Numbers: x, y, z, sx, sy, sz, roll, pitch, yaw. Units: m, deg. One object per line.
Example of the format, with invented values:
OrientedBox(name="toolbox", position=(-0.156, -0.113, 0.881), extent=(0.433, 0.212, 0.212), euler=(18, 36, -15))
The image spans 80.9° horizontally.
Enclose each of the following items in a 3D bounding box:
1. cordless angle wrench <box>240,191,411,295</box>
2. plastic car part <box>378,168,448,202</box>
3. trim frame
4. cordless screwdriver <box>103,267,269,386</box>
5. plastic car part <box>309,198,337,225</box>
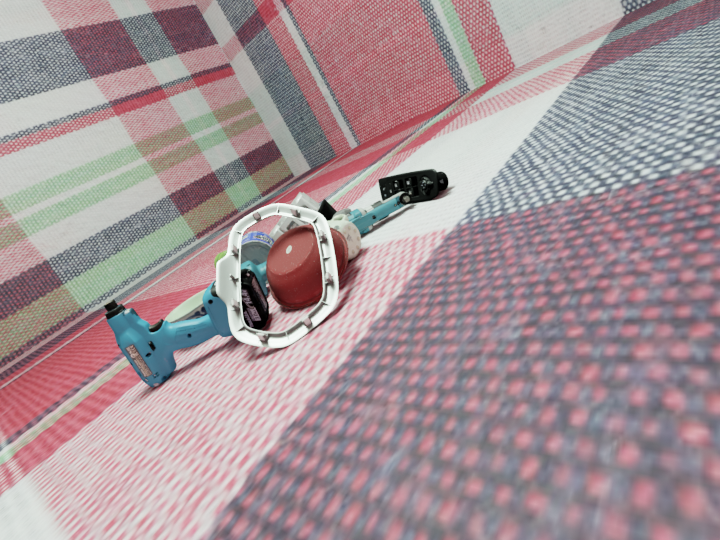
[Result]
OrientedBox(name="cordless angle wrench", position=(-0.085, -0.056, 0.872), extent=(0.422, 0.072, 0.101), euler=(-29, 16, -3))
OrientedBox(name="plastic car part", position=(0.116, -0.178, 0.906), extent=(0.065, 0.066, 0.211), euler=(-8, 7, -24))
OrientedBox(name="trim frame", position=(-0.129, -0.004, 0.639), extent=(0.186, 0.026, 0.257), euler=(-14, 60, 7))
OrientedBox(name="cordless screwdriver", position=(-0.284, 0.073, 0.695), extent=(0.249, 0.155, 0.076), euler=(-27, 14, 3))
OrientedBox(name="plastic car part", position=(-0.105, -0.127, 1.112), extent=(0.072, 0.064, 0.117), euler=(-39, 15, 27))
